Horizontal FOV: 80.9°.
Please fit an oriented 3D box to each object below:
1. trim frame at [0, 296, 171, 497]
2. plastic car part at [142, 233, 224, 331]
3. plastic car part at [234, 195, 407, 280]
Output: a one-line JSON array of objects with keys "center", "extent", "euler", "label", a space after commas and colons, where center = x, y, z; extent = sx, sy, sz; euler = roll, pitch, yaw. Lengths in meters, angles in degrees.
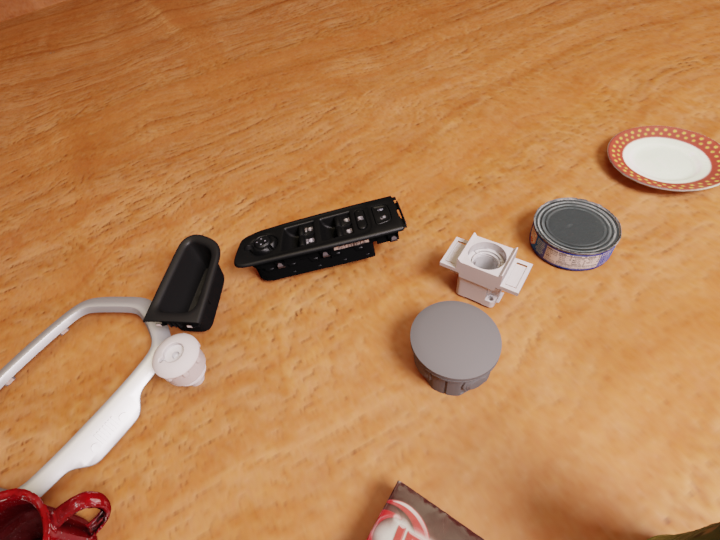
[{"center": [-0.318, 0.128, 0.458], "extent": [0.193, 0.026, 0.247], "euler": [23, 59, 27], "label": "trim frame"}, {"center": [-0.187, 0.023, 0.490], "extent": [0.067, 0.068, 0.119], "euler": [0, 51, 9], "label": "plastic car part"}, {"center": [-0.050, -0.033, 0.509], "extent": [0.204, 0.064, 0.069], "euler": [-11, 50, 2], "label": "plastic car part"}]
